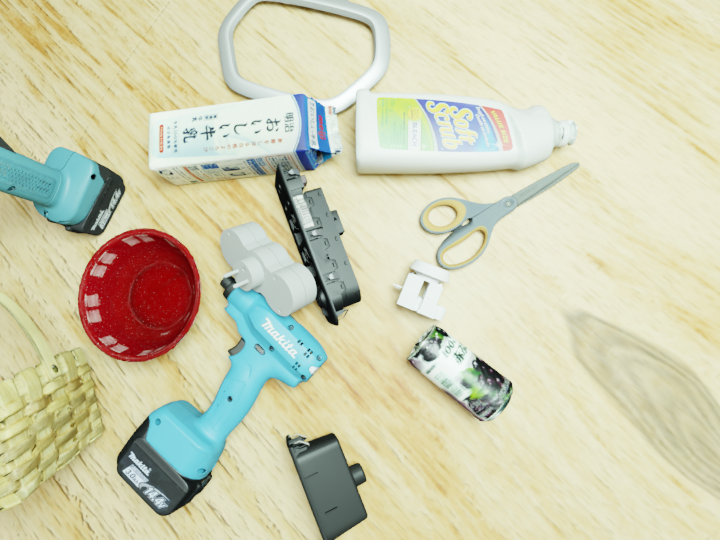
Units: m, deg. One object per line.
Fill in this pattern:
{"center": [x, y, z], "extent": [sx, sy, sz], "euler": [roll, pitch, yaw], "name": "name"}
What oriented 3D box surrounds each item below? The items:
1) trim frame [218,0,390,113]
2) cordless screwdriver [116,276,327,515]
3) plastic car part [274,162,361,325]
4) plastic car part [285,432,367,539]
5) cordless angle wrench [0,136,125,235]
{"center": [-0.081, -0.307, 0.579], "extent": [0.254, 0.027, 0.184], "euler": [18, 85, 12], "name": "trim frame"}
{"center": [-0.176, 0.136, 0.499], "extent": [0.163, 0.073, 0.248], "euler": [42, 85, 12], "name": "cordless screwdriver"}
{"center": [-0.050, -0.033, 0.516], "extent": [0.065, 0.067, 0.207], "euler": [-13, 77, -22], "name": "plastic car part"}
{"center": [-0.031, 0.233, 0.471], "extent": [0.070, 0.066, 0.118], "euler": [-25, 82, -12], "name": "plastic car part"}
{"center": [-0.386, -0.119, 0.392], "extent": [0.075, 0.415, 0.098], "euler": [24, 86, 5], "name": "cordless angle wrench"}
